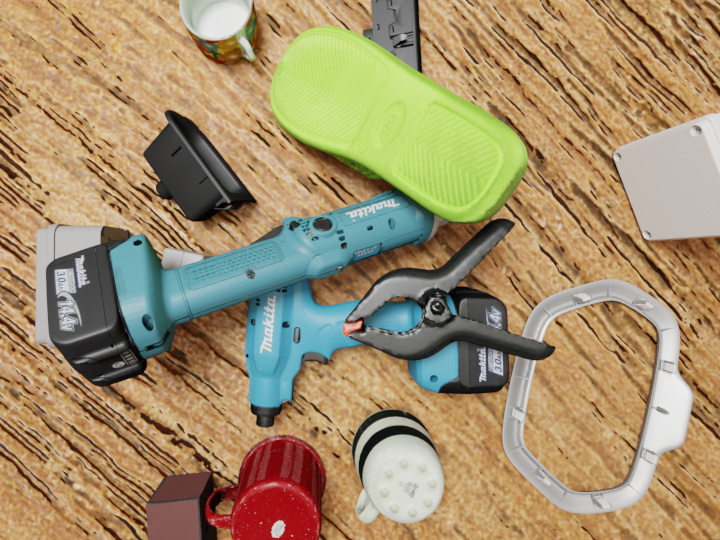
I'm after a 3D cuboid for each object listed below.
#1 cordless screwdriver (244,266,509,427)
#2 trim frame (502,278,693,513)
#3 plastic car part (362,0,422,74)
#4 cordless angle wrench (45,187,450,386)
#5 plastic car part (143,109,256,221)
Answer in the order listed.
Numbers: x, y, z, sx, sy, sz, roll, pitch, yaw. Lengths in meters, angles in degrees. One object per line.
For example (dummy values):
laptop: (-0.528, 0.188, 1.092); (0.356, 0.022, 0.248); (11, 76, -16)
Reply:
cordless screwdriver: (0.009, 0.083, 0.420); (0.250, 0.074, 0.159); (4, 89, 3)
trim frame: (0.249, 0.132, 0.443); (0.184, 0.027, 0.249); (14, 86, -1)
plastic car part: (0.038, -0.219, 0.435); (0.068, 0.065, 0.203); (-8, 89, 6)
cordless angle wrench: (-0.037, -0.024, 0.383); (0.414, 0.072, 0.103); (-20, 55, -17)
plastic car part: (-0.174, -0.096, 0.433); (0.071, 0.065, 0.117); (-41, 87, 12)
